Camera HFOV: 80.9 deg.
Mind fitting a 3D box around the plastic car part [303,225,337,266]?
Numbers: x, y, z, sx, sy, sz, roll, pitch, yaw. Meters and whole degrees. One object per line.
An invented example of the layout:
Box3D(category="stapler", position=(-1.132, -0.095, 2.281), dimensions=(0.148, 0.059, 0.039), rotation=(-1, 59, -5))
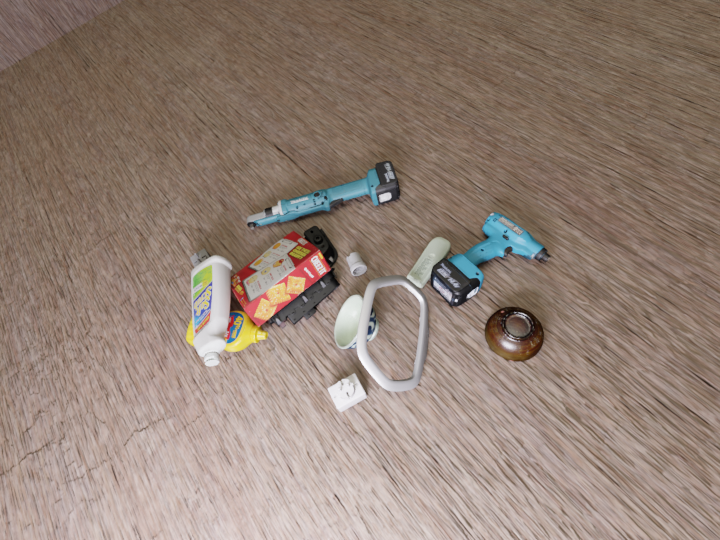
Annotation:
Box3D(category="plastic car part", position=(-0.105, -0.069, 1.072), dimensions=(0.065, 0.068, 0.123), rotation=(-33, 56, -7))

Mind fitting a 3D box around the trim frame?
Box3D(category="trim frame", position=(0.074, 0.123, 0.879), dimensions=(0.178, 0.028, 0.253), rotation=(22, 59, -20))

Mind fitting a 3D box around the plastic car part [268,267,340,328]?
Box3D(category="plastic car part", position=(-0.123, 0.070, 1.000), dimensions=(0.069, 0.065, 0.202), rotation=(43, 77, 14))

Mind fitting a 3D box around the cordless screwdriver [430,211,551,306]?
Box3D(category="cordless screwdriver", position=(0.288, -0.015, 0.948), dimensions=(0.246, 0.071, 0.167), rotation=(-38, 60, -15))

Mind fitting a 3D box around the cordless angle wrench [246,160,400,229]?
Box3D(category="cordless angle wrench", position=(-0.110, -0.189, 1.147), dimensions=(0.427, 0.071, 0.101), rotation=(-15, 58, 7))
